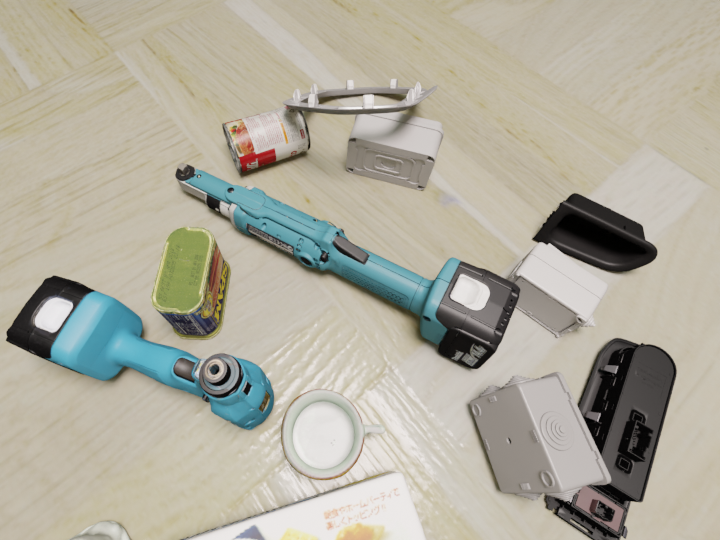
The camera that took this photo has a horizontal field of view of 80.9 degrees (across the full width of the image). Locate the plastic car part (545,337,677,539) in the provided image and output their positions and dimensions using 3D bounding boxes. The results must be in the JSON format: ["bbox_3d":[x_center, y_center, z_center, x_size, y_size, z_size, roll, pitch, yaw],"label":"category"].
[{"bbox_3d":[0.249,0.147,0.405,0.069,0.065,0.202,26,63,18],"label":"plastic car part"}]

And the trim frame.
[{"bbox_3d":[0.004,-0.229,0.549,0.189,0.027,0.249,6,27,13],"label":"trim frame"}]

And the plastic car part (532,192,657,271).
[{"bbox_3d":[0.285,-0.053,0.512,0.118,0.065,0.071,25,51,8],"label":"plastic car part"}]

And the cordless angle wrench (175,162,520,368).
[{"bbox_3d":[-0.048,-0.031,0.488,0.437,0.095,0.074,26,65,17],"label":"cordless angle wrench"}]

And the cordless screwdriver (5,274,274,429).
[{"bbox_3d":[-0.202,0.074,0.389,0.254,0.155,0.075,18,64,10],"label":"cordless screwdriver"}]
